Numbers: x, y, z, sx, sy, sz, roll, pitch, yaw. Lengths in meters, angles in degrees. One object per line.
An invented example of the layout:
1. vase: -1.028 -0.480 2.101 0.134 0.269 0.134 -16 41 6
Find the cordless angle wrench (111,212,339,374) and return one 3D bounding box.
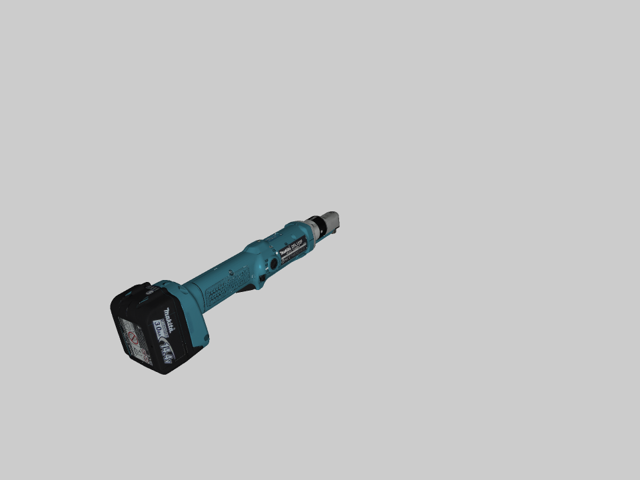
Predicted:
1. cordless angle wrench: -0.090 0.034 0.629 0.074 0.098 0.421 10 27 33
